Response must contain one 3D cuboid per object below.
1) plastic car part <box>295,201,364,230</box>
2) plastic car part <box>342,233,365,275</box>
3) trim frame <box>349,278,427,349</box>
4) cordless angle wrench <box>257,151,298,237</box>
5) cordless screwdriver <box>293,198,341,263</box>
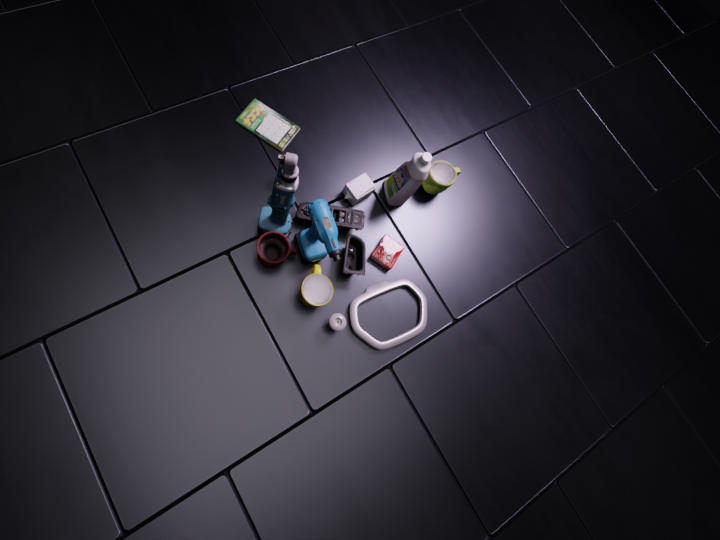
[{"bbox_3d":[-0.093,-0.158,1.259,0.200,0.067,0.067,11,71,-8],"label":"plastic car part"},{"bbox_3d":[-0.023,-0.039,1.231,0.065,0.071,0.118,8,71,-12],"label":"plastic car part"},{"bbox_3d":[0.085,0.120,1.223,0.244,0.027,0.188,-22,78,-17],"label":"trim frame"},{"bbox_3d":[-0.197,-0.178,1.055,0.096,0.425,0.075,12,72,-13],"label":"cordless angle wrench"},{"bbox_3d":[-0.110,-0.072,1.130,0.073,0.250,0.162,-16,79,-20],"label":"cordless screwdriver"}]
